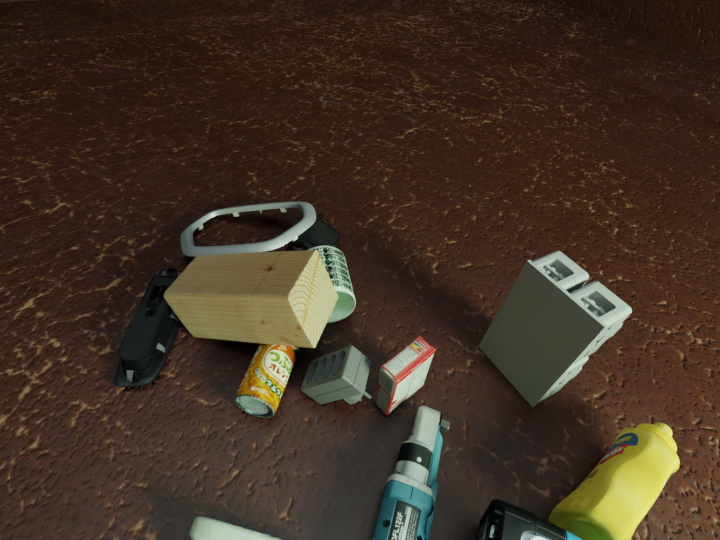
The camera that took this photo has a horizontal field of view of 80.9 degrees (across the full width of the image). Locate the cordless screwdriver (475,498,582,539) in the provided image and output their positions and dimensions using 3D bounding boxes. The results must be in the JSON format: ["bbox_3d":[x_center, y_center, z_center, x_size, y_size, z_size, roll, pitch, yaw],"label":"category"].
[{"bbox_3d":[0.231,0.292,0.358,0.257,0.154,0.074,20,46,16],"label":"cordless screwdriver"}]

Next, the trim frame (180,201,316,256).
[{"bbox_3d":[-0.196,-0.075,0.730,0.254,0.026,0.187,-6,35,14],"label":"trim frame"}]

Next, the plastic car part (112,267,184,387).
[{"bbox_3d":[-0.294,0.068,0.609,0.065,0.066,0.209,9,48,-8],"label":"plastic car part"}]

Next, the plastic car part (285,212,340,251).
[{"bbox_3d":[-0.073,-0.047,0.742,0.072,0.065,0.115,37,48,7],"label":"plastic car part"}]

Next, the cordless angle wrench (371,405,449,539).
[{"bbox_3d":[0.023,0.312,0.386,0.100,0.072,0.425,16,44,9],"label":"cordless angle wrench"}]
